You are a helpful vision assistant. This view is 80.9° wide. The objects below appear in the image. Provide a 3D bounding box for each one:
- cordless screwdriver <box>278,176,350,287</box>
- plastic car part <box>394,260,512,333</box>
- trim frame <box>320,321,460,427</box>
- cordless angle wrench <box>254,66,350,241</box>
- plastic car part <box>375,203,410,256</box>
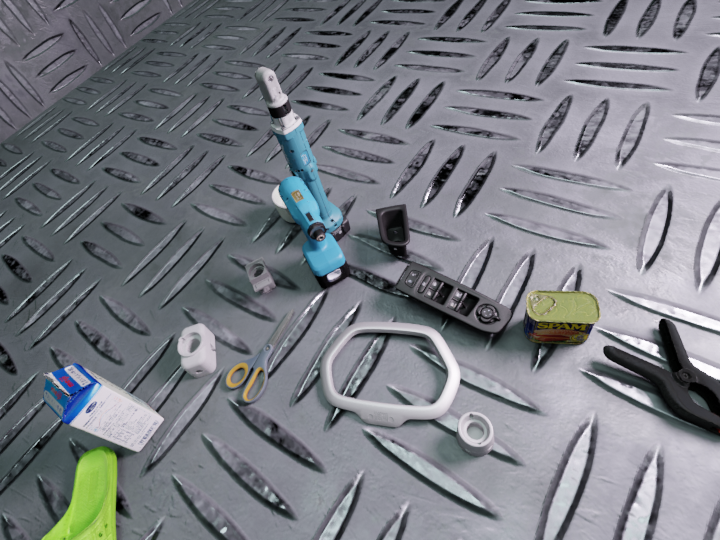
[{"bbox_3d":[-0.081,-0.053,0.825,0.074,0.237,0.167,-28,51,-6],"label":"cordless screwdriver"},{"bbox_3d":[0.166,0.059,0.770,0.214,0.064,0.066,25,64,31],"label":"plastic car part"},{"bbox_3d":[0.046,0.176,0.747,0.256,0.026,0.187,0,54,18],"label":"trim frame"},{"bbox_3d":[-0.115,-0.208,0.845,0.074,0.403,0.103,-41,55,-16],"label":"cordless angle wrench"},{"bbox_3d":[0.074,-0.075,0.899,0.067,0.067,0.120,-11,52,9],"label":"plastic car part"}]
